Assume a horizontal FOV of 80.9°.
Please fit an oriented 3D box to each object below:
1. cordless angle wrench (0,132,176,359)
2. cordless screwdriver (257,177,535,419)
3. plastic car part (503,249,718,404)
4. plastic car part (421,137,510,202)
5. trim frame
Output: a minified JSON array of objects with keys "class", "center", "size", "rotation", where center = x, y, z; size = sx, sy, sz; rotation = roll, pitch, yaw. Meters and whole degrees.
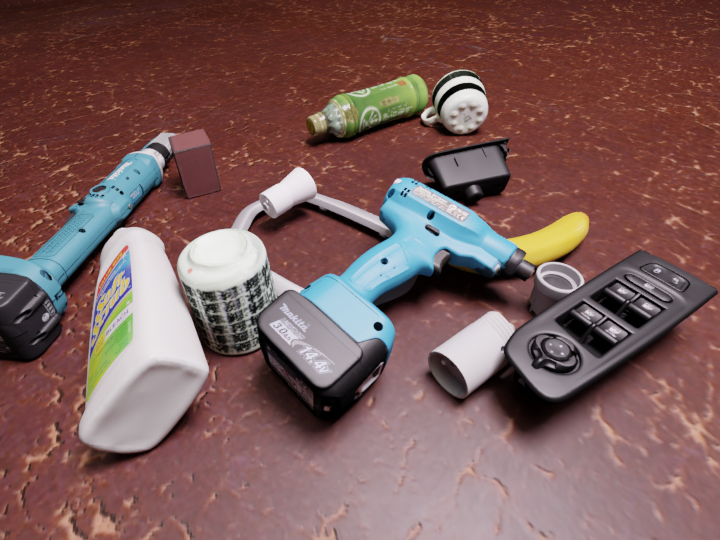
[{"class":"cordless angle wrench","center":[-0.333,-0.082,0.551],"size":[0.099,0.072,0.432],"rotation":[2,41,5]},{"class":"cordless screwdriver","center":[0.037,0.022,0.381],"size":[0.166,0.072,0.246],"rotation":[33,59,21]},{"class":"plastic car part","center":[0.199,0.051,0.358],"size":[0.198,0.065,0.070],"rotation":[-23,53,-24]},{"class":"plastic car part","center":[0.148,-0.124,0.565],"size":[0.116,0.064,0.074],"rotation":[-13,58,-6]},{"class":"trim frame","center":[-0.049,-0.032,0.501],"size":[0.261,0.026,0.182],"rotation":[25,51,30]}]
